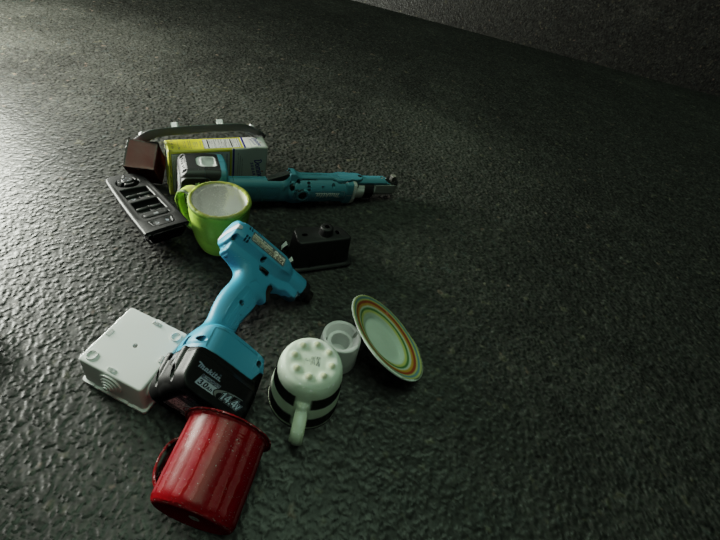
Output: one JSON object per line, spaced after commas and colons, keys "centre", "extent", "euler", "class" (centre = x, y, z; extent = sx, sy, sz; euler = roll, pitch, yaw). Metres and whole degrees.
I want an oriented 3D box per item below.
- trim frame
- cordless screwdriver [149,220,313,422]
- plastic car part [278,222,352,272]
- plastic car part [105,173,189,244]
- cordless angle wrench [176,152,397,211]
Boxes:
{"centre": [-0.302, -0.244, 0.792], "extent": [0.244, 0.027, 0.188], "euler": [-11, 3, -15], "class": "trim frame"}
{"centre": [-0.139, 0.068, 0.525], "extent": [0.152, 0.076, 0.254], "euler": [41, 40, -29], "class": "cordless screwdriver"}
{"centre": [-0.066, -0.043, 0.680], "extent": [0.114, 0.069, 0.069], "euler": [-8, 49, -18], "class": "plastic car part"}
{"centre": [-0.341, -0.096, 0.671], "extent": [0.065, 0.065, 0.214], "euler": [-29, 53, -29], "class": "plastic car part"}
{"centre": [-0.116, -0.155, 0.782], "extent": [0.409, 0.096, 0.078], "euler": [-4, 46, -24], "class": "cordless angle wrench"}
